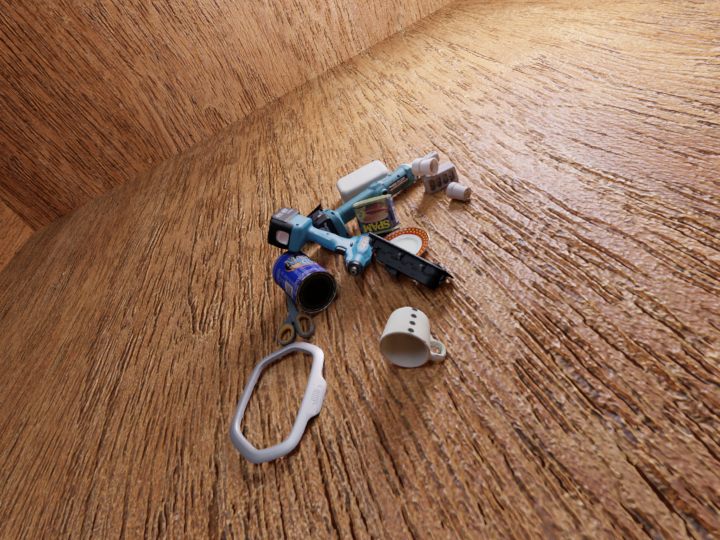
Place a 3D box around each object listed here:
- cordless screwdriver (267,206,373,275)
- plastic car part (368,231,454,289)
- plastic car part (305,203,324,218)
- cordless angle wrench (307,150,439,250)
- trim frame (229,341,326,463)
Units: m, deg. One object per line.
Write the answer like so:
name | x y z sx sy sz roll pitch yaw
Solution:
cordless screwdriver | -0.096 -0.063 0.980 0.253 0.073 0.159 17 30 7
plastic car part | 0.093 -0.016 0.878 0.215 0.062 0.067 25 79 38
plastic car part | -0.124 -0.119 1.188 0.075 0.063 0.116 30 69 36
cordless angle wrench | 0.051 -0.209 1.144 0.419 0.094 0.078 -36 31 -13
trim frame | -0.153 0.239 0.799 0.190 0.026 0.252 -12 38 25
